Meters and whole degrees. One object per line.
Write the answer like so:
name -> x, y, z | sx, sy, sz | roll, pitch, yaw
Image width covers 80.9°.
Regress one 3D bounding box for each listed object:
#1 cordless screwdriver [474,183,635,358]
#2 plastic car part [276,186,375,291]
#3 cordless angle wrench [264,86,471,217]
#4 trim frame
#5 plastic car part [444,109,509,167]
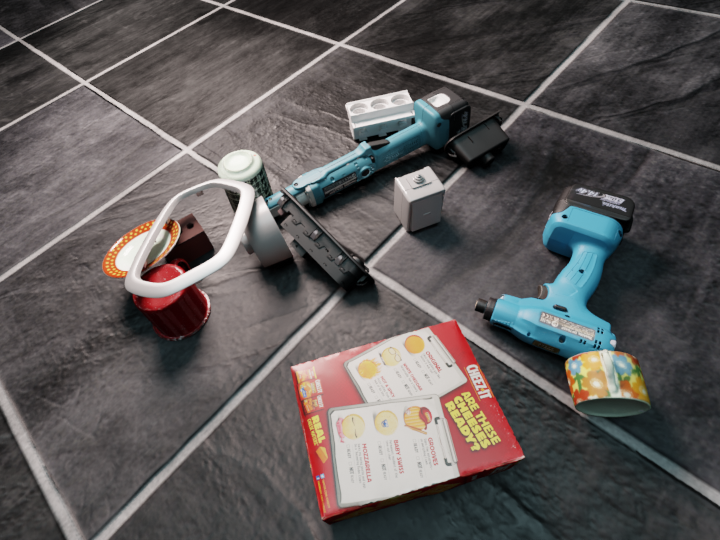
cordless screwdriver -> 0.270, -0.008, 0.582 | 0.166, 0.071, 0.249 | 18, 63, 21
plastic car part -> -0.064, -0.042, 0.650 | 0.210, 0.064, 0.067 | 41, 81, 18
cordless angle wrench -> -0.002, -0.192, 0.757 | 0.420, 0.094, 0.078 | -29, 56, -7
trim frame -> -0.246, -0.057, 0.616 | 0.188, 0.026, 0.255 | -9, 47, 13
plastic car part -> 0.216, -0.222, 0.758 | 0.115, 0.064, 0.073 | -33, 71, -12
